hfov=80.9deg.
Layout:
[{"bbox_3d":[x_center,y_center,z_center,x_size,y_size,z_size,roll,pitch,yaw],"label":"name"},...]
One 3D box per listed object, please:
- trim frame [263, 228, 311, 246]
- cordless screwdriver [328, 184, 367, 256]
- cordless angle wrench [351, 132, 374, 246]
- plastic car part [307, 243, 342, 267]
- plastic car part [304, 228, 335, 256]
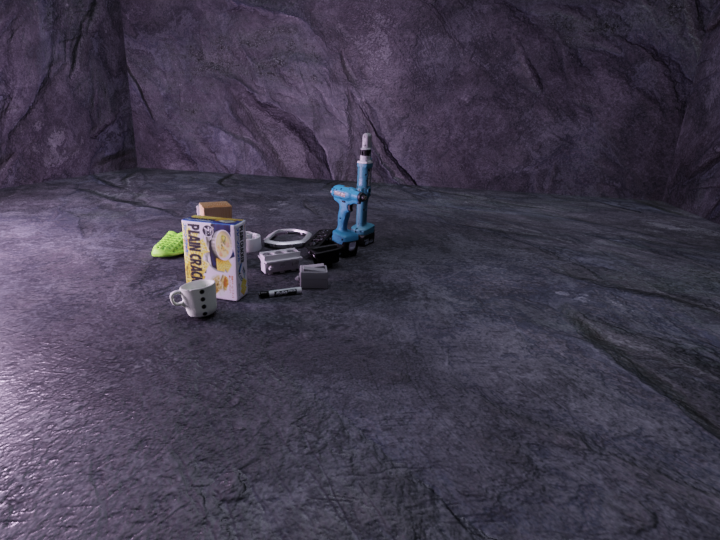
[{"bbox_3d":[-0.291,-0.132,1.684,0.186,0.027,0.251,3,20,4],"label":"trim frame"},{"bbox_3d":[-0.041,-0.170,1.486,0.071,0.244,0.168,-11,23,-38],"label":"cordless screwdriver"},{"bbox_3d":[0.013,-0.306,1.611,0.078,0.415,0.095,14,21,33],"label":"cordless angle wrench"},{"bbox_3d":[-0.110,-0.044,1.393,0.112,0.069,0.069,-9,21,-27],"label":"plastic car part"},{"bbox_3d":[-0.151,-0.099,1.545,0.068,0.066,0.201,6,20,12],"label":"plastic car part"}]
